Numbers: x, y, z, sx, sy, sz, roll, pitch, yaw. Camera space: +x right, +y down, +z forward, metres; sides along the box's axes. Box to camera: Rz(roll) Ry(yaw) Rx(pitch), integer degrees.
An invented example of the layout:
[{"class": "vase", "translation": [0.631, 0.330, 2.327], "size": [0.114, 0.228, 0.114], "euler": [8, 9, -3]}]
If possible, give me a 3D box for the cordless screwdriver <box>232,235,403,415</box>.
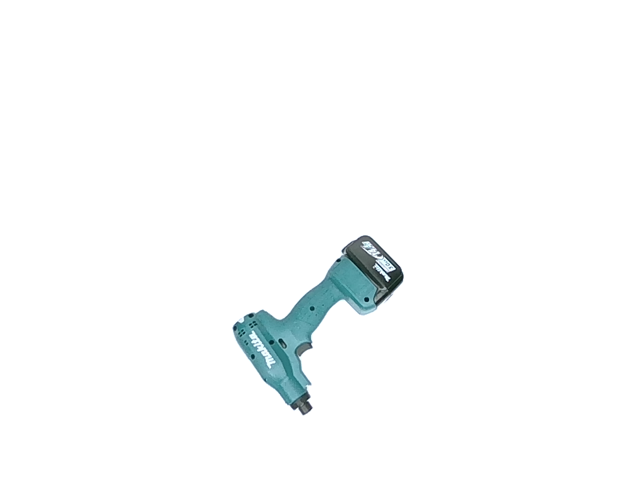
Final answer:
[{"class": "cordless screwdriver", "translation": [0.014, 0.118, 0.613], "size": [0.248, 0.159, 0.074], "euler": [-36, -15, -9]}]
